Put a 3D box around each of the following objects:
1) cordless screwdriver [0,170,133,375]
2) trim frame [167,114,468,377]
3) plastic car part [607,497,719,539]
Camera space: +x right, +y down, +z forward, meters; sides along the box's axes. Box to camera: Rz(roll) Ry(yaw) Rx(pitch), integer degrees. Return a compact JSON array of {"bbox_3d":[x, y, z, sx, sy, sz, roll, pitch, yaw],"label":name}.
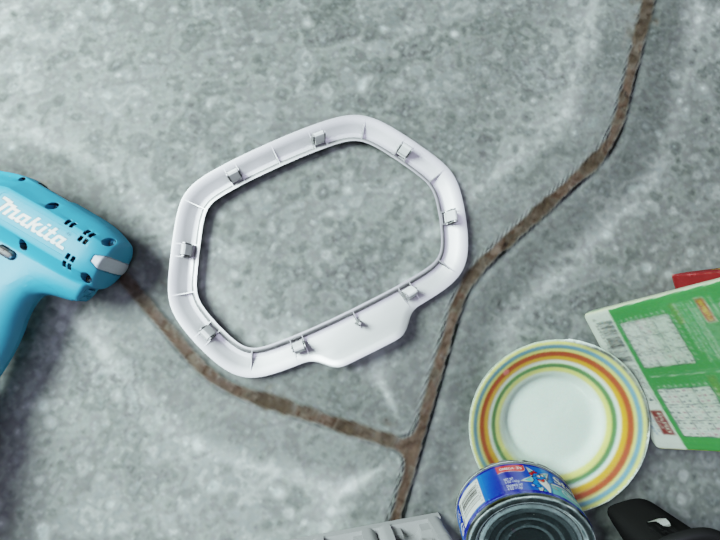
[{"bbox_3d":[-0.295,0.043,0.292,0.160,0.074,0.249,29,79,0],"label":"cordless screwdriver"},{"bbox_3d":[-0.033,-0.021,0.333,0.247,0.027,0.185,-25,86,-7],"label":"trim frame"},{"bbox_3d":[0.220,0.205,0.291,0.066,0.071,0.116,-36,92,-2],"label":"plastic car part"}]
